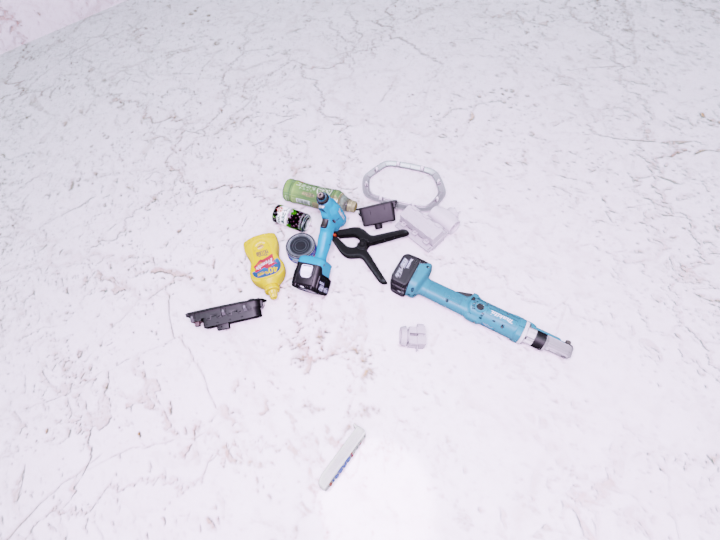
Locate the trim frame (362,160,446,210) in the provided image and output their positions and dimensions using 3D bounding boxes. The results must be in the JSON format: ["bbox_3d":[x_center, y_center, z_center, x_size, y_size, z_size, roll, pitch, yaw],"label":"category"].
[{"bbox_3d":[0.127,-0.253,1.253,0.256,0.026,0.185,16,63,15],"label":"trim frame"}]

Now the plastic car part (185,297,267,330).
[{"bbox_3d":[-0.336,0.113,1.077,0.202,0.064,0.069,-16,69,-2],"label":"plastic car part"}]

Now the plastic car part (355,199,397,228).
[{"bbox_3d":[0.052,-0.153,1.182,0.118,0.065,0.071,-14,89,11],"label":"plastic car part"}]

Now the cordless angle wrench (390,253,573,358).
[{"bbox_3d":[0.276,0.093,0.998,0.439,0.072,0.098,26,66,19],"label":"cordless angle wrench"}]

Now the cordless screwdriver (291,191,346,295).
[{"bbox_3d":[-0.106,-0.069,1.080,0.077,0.152,0.251,10,73,19],"label":"cordless screwdriver"}]
